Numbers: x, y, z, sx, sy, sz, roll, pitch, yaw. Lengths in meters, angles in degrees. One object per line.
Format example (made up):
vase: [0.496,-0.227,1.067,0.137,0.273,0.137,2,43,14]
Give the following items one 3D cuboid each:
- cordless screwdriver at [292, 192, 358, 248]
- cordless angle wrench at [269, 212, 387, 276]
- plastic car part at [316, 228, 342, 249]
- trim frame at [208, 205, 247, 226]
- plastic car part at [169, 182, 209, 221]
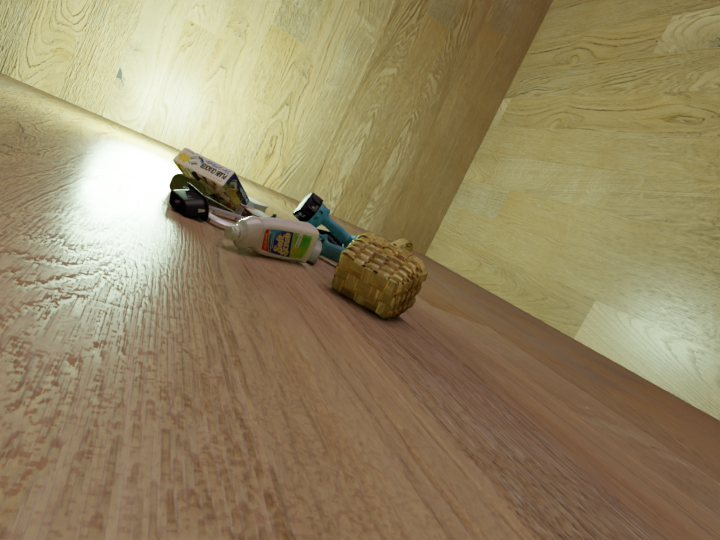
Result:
cordless screwdriver: [-0.097,-0.130,1.336,0.245,0.074,0.162,39,-19,-9]
cordless angle wrench: [-0.123,-0.081,1.261,0.445,0.098,0.071,25,7,30]
plastic car part: [-0.134,-0.107,1.441,0.070,0.066,0.193,19,4,29]
trim frame: [-0.324,-0.123,1.130,0.195,0.027,0.235,31,9,41]
plastic car part: [-0.418,-0.161,1.011,0.068,0.065,0.123,-5,31,-44]
